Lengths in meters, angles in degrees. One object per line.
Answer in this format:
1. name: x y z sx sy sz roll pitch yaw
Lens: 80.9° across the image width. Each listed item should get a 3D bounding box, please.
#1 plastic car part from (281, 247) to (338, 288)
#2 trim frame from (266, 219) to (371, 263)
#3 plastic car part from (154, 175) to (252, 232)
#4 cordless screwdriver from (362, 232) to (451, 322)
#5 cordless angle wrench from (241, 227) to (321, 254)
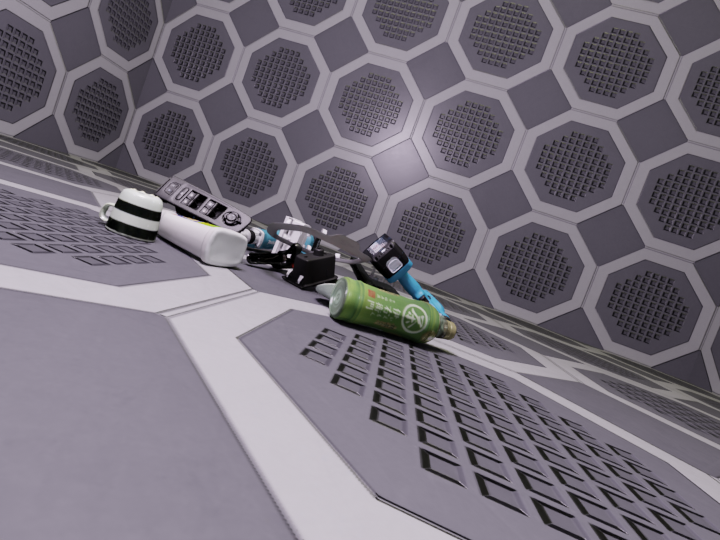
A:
1. plastic car part: -0.096 -0.011 0.877 0.070 0.070 0.112 25 27 38
2. trim frame: -0.088 -0.058 0.900 0.235 0.028 0.193 27 -16 -40
3. plastic car part: -0.325 -0.121 0.881 0.207 0.066 0.066 24 47 10
4. cordless screwdriver: 0.118 0.033 0.999 0.239 0.074 0.165 48 3 -23
5. cordless angle wrench: -0.252 -0.089 1.263 0.077 0.097 0.406 25 9 21
